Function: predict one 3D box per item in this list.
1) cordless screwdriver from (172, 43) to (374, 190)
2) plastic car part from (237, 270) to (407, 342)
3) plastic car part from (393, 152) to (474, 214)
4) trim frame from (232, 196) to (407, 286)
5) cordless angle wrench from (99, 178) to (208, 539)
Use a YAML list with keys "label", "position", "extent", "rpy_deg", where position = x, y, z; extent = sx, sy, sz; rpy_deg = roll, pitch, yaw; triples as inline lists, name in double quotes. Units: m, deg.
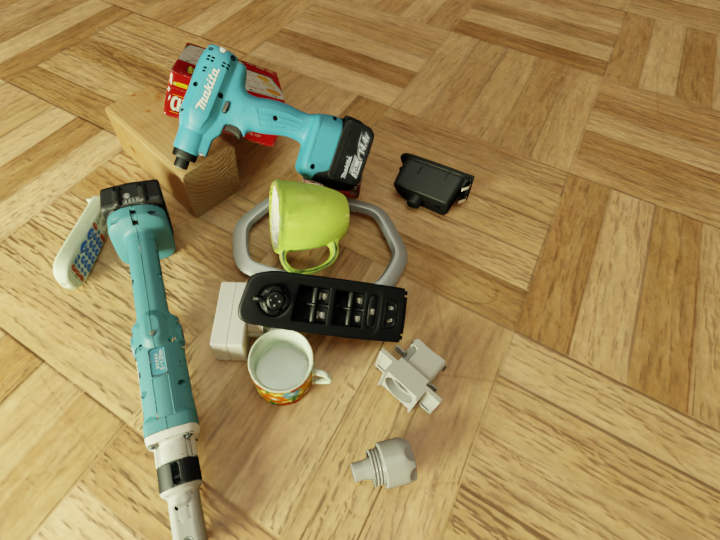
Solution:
- label: "cordless screwdriver"
  position: [-0.118, -0.172, 0.570]
  extent: [0.242, 0.077, 0.159]
  rpy_deg: [22, 96, -15]
- label: "plastic car part"
  position: [-0.045, 0.038, 0.497]
  extent: [0.195, 0.070, 0.066]
  rpy_deg: [9, 94, -26]
- label: "plastic car part"
  position: [0.102, -0.124, 0.646]
  extent: [0.120, 0.064, 0.071]
  rpy_deg: [24, 72, 17]
- label: "trim frame"
  position: [-0.058, -0.038, 0.597]
  extent: [0.250, 0.027, 0.187]
  rpy_deg: [10, 54, 4]
- label: "cordless angle wrench"
  position: [-0.227, 0.079, 0.476]
  extent: [0.073, 0.096, 0.441]
  rpy_deg: [-14, 60, -18]
